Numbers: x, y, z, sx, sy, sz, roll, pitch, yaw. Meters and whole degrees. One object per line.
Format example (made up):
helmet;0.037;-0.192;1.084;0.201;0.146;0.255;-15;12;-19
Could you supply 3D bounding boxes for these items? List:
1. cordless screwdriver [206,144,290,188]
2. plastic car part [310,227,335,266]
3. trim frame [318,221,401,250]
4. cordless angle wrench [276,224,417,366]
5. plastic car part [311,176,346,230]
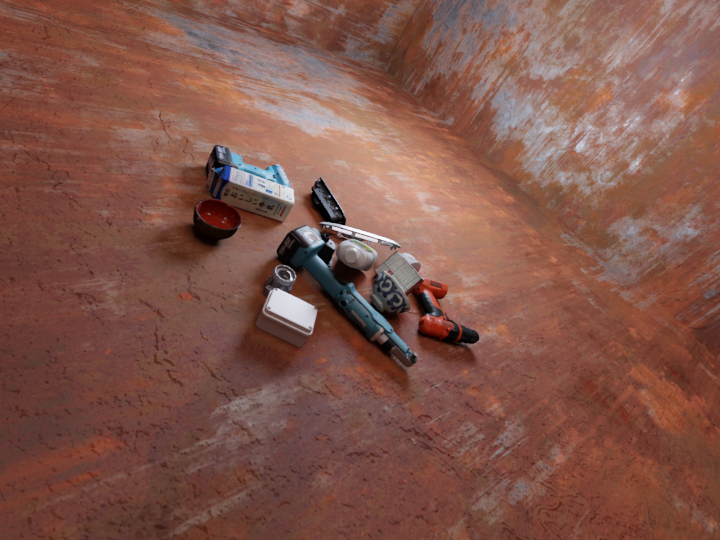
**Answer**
cordless screwdriver;-0.316;-0.271;1.233;0.236;0.074;0.167;9;40;-37
plastic car part;-0.111;-0.073;1.139;0.118;0.070;0.065;33;35;5
trim frame;-0.001;-0.095;1.197;0.244;0.027;0.188;14;1;-12
cordless angle wrench;-0.029;0.067;1.018;0.433;0.098;0.072;45;35;13
plastic car part;-0.107;-0.206;1.322;0.064;0.066;0.213;-11;52;-35
